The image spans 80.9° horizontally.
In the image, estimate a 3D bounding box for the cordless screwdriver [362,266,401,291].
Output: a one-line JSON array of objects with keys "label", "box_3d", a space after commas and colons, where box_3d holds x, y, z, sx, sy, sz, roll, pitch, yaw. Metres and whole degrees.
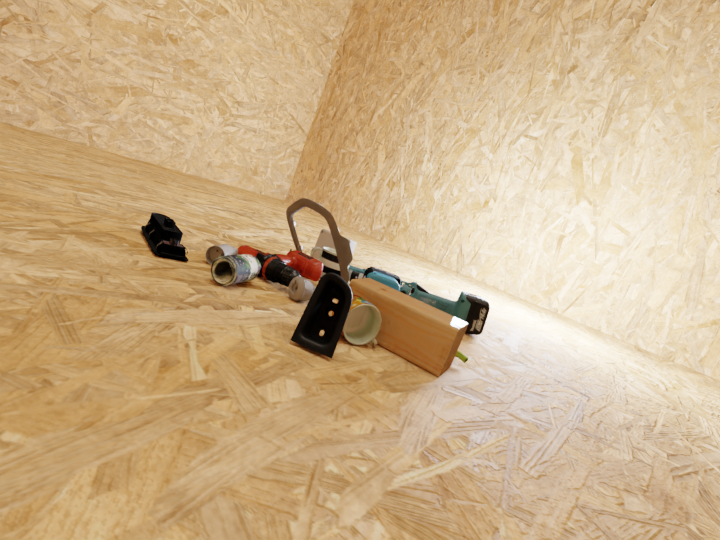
[{"label": "cordless screwdriver", "box_3d": [0.042, 0.059, 0.993, 0.156, 0.074, 0.255, 18, 13, -12]}]

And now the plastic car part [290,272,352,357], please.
[{"label": "plastic car part", "box_3d": [-0.050, 0.068, 0.648, 0.067, 0.117, 0.069, 21, -15, 8]}]

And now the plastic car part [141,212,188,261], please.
[{"label": "plastic car part", "box_3d": [-0.414, -0.080, 0.886, 0.063, 0.066, 0.214, 5, 14, -37]}]

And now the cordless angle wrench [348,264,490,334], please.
[{"label": "cordless angle wrench", "box_3d": [0.121, 0.058, 1.143, 0.436, 0.097, 0.072, 18, 7, 16]}]

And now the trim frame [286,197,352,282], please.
[{"label": "trim frame", "box_3d": [-0.099, -0.065, 1.014, 0.194, 0.239, 0.027, 17, 41, 39]}]
